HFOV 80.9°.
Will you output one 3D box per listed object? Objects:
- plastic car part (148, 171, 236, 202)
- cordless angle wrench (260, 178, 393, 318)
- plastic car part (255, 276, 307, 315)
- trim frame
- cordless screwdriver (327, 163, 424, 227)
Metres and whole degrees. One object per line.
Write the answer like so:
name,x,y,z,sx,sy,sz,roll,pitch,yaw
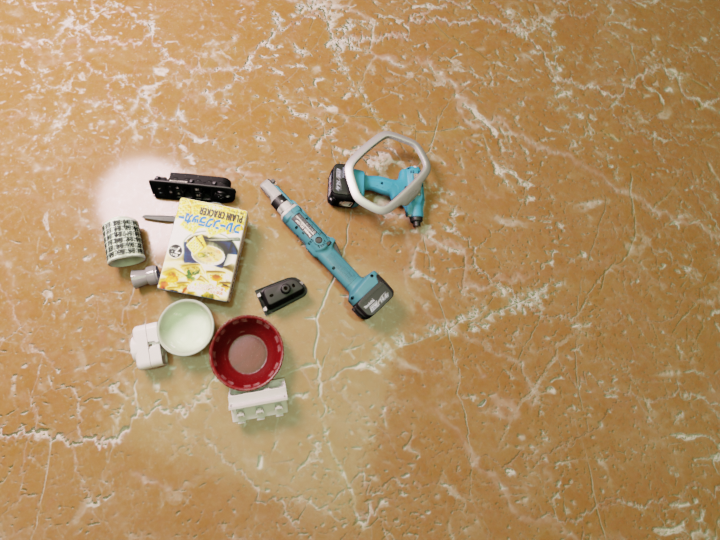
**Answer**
plastic car part,-0.404,-0.204,1.037,0.202,0.065,0.069,8,49,-3
cordless angle wrench,-0.100,-0.065,1.023,0.097,0.073,0.431,-41,80,-15
plastic car part,-0.181,0.050,0.981,0.115,0.071,0.067,-24,83,-10
trim frame,0.069,-0.243,1.044,0.185,0.027,0.246,44,67,2
cordless screwdriver,0.043,-0.189,1.070,0.245,0.074,0.162,0,75,-10
